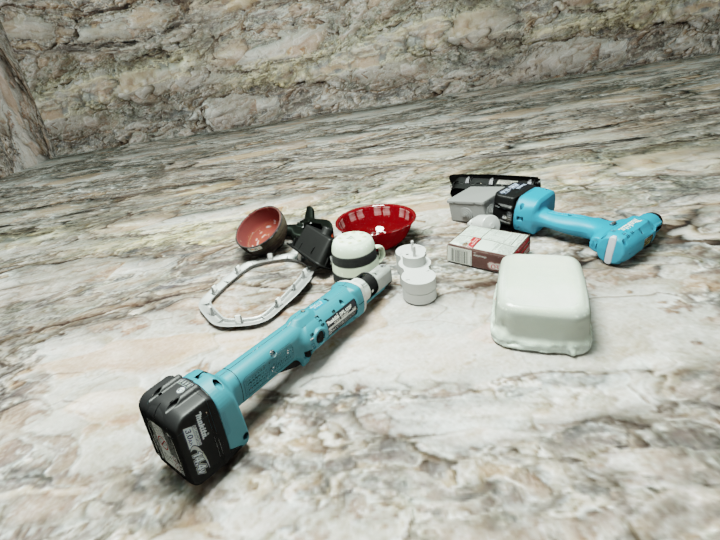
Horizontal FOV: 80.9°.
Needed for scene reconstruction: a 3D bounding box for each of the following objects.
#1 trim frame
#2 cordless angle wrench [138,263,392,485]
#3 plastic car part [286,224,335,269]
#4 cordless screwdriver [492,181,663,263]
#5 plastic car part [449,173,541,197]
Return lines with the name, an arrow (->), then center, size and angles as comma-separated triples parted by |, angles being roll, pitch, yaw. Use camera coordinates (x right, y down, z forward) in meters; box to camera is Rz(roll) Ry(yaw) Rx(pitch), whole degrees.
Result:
trim frame -> -0.179, 0.024, 0.762 | 0.192, 0.027, 0.246 | 5, 30, 24
cordless angle wrench -> -0.074, 0.084, 0.559 | 0.078, 0.095, 0.413 | 8, 29, 36
plastic car part -> -0.078, -0.051, 0.802 | 0.062, 0.071, 0.123 | 18, 7, -39
cordless screwdriver -> 0.381, -0.097, 0.761 | 0.155, 0.072, 0.263 | -26, 36, -29
plastic car part -> 0.290, -0.176, 0.952 | 0.214, 0.063, 0.067 | 19, 63, 40
